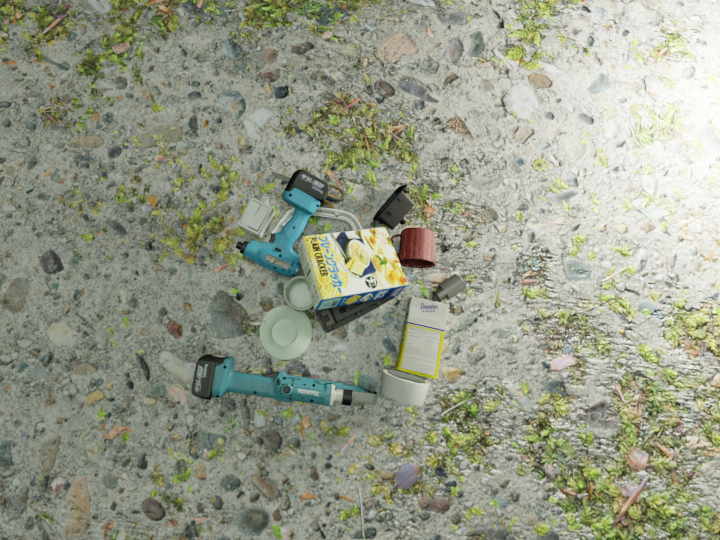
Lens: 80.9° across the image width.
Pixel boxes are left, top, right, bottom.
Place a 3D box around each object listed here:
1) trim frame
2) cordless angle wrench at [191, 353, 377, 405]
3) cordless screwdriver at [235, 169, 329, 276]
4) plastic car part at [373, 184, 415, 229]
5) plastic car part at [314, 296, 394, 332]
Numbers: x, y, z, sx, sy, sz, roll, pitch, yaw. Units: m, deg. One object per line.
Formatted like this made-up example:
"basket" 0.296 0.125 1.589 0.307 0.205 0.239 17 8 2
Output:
"trim frame" -0.104 -0.068 1.065 0.249 0.027 0.184 7 86 2
"cordless angle wrench" -0.173 0.273 0.988 0.424 0.073 0.099 8 81 1
"cordless screwdriver" -0.185 -0.123 1.016 0.156 0.076 0.249 23 89 -10
"plastic car part" 0.092 -0.150 1.069 0.070 0.067 0.116 38 85 -9
"plastic car part" -0.009 0.077 1.025 0.202 0.066 0.068 -25 75 -6
